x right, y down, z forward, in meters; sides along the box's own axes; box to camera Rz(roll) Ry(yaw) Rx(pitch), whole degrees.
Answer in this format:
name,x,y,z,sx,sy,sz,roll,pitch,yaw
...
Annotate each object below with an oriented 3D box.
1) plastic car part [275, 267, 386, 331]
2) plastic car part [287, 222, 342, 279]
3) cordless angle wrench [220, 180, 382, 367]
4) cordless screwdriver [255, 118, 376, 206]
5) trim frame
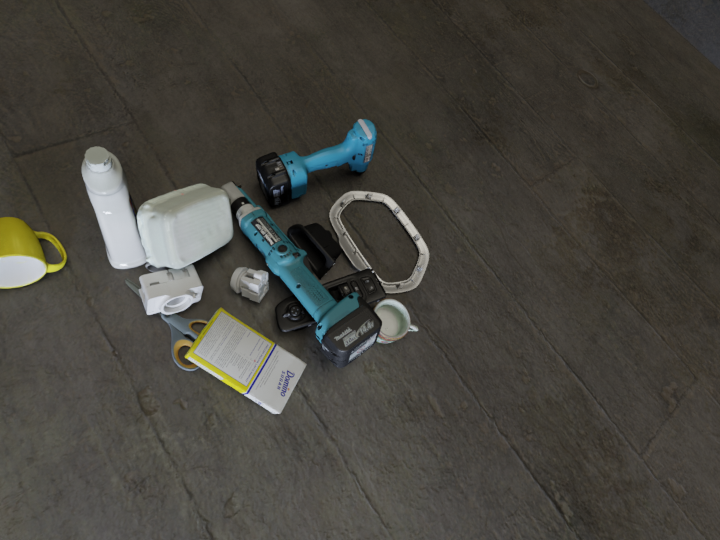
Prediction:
name,x,y,z,sx,sy,sz,roll,pitch,yaw
plastic car part,-0.060,0.060,0.770,0.198,0.066,0.068,-18,70,-19
plastic car part,-0.081,-0.053,0.830,0.069,0.066,0.120,-25,71,-42
cordless angle wrench,-0.135,-0.024,0.751,0.096,0.072,0.442,-32,62,-23
cordless screwdriver,-0.085,-0.209,0.872,0.246,0.156,0.076,-24,74,-9
trim frame,0.041,-0.067,0.885,0.180,0.027,0.254,-27,77,-24
